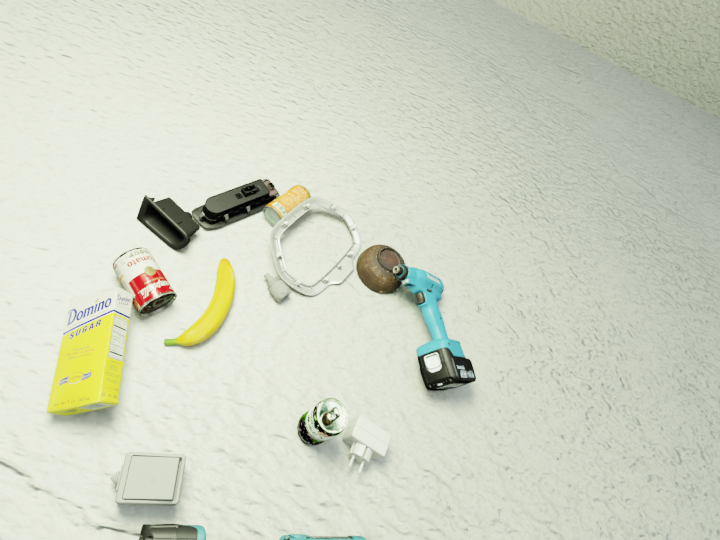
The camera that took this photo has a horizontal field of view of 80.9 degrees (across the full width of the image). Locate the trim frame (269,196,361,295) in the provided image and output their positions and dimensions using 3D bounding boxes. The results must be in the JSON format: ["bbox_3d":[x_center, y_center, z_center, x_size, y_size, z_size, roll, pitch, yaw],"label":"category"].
[{"bbox_3d":[-0.088,-0.058,0.904,0.182,0.028,0.245,50,50,-8],"label":"trim frame"}]

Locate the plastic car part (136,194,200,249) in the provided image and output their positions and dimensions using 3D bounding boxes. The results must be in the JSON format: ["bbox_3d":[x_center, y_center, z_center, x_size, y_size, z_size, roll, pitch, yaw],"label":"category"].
[{"bbox_3d":[-0.363,-0.097,0.822,0.117,0.066,0.070,39,38,-1],"label":"plastic car part"}]

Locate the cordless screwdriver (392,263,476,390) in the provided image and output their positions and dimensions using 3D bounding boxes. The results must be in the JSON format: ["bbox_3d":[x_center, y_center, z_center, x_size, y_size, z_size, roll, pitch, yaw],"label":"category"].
[{"bbox_3d":[0.137,0.106,0.849,0.150,0.076,0.257,25,44,-44],"label":"cordless screwdriver"}]

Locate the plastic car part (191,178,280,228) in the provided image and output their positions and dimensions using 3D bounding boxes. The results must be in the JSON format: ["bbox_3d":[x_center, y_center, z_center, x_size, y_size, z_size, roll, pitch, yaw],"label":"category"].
[{"bbox_3d":[-0.255,-0.147,0.895,0.198,0.068,0.067,-32,86,-32],"label":"plastic car part"}]

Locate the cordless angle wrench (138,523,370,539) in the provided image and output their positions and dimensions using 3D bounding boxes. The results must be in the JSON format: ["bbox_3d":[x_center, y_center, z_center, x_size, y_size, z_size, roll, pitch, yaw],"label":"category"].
[{"bbox_3d":[-0.091,0.403,0.593,0.409,0.098,0.076,13,56,-20],"label":"cordless angle wrench"}]
